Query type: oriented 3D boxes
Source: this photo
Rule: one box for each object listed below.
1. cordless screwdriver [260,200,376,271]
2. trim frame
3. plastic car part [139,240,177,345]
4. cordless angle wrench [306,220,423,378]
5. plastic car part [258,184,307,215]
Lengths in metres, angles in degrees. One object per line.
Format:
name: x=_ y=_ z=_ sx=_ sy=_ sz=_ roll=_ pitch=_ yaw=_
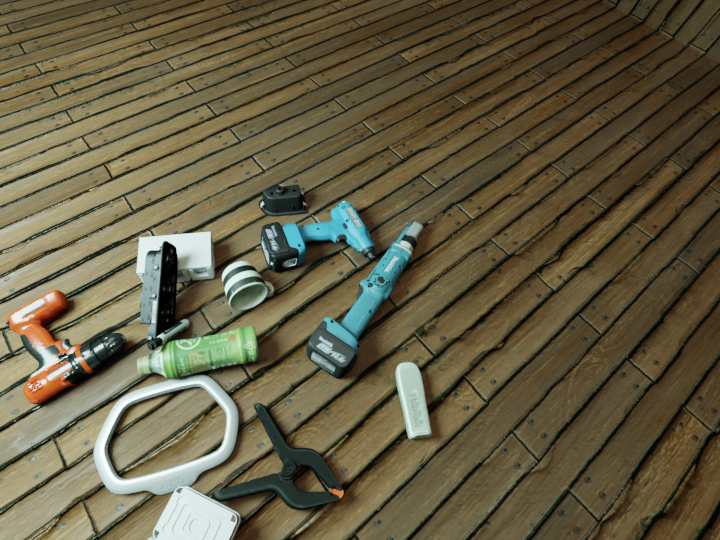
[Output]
cordless screwdriver: x=-0.094 y=-0.062 z=0.965 sx=0.243 sy=0.073 sz=0.166 roll=-19 pitch=62 yaw=-21
trim frame: x=-0.341 y=0.289 z=0.752 sx=0.244 sy=0.027 sz=0.192 roll=-14 pitch=59 yaw=-15
plastic car part: x=-0.400 y=0.043 z=0.838 sx=0.069 sy=0.064 sz=0.204 roll=4 pitch=85 yaw=16
cordless angle wrench: x=0.037 y=0.034 z=0.918 sx=0.100 sy=0.073 sz=0.421 roll=30 pitch=58 yaw=11
plastic car part: x=-0.189 y=-0.177 z=1.030 sx=0.114 sy=0.069 sz=0.068 roll=-7 pitch=59 yaw=-14
